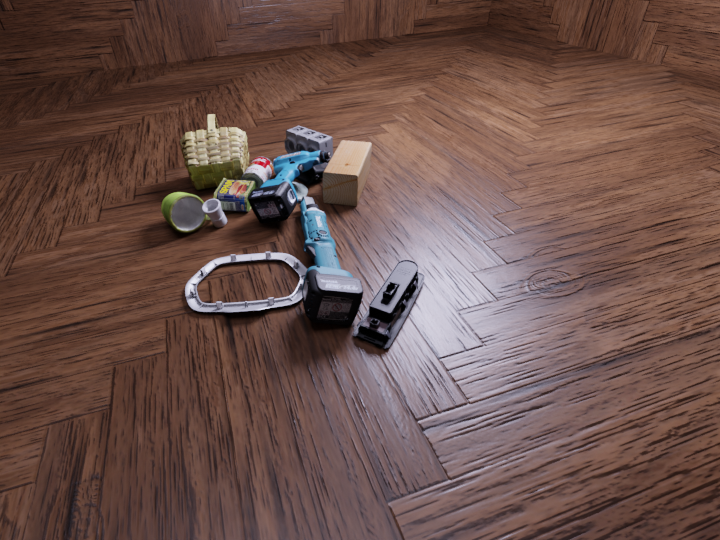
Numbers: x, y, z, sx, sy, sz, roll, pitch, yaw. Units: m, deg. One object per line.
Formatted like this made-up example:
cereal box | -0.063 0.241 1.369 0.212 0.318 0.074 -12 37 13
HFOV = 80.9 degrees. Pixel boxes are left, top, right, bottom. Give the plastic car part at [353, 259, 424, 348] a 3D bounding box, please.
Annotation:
plastic car part | 0.057 0.044 0.759 0.069 0.065 0.201 11 37 26

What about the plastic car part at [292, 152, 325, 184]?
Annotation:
plastic car part | -0.142 -0.285 1.198 0.068 0.065 0.123 -16 41 -41

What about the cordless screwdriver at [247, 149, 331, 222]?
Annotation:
cordless screwdriver | -0.170 -0.223 1.048 0.164 0.071 0.252 -8 39 21

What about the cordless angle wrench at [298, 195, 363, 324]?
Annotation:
cordless angle wrench | -0.087 -0.057 0.885 0.095 0.073 0.441 5 32 -17

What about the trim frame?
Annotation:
trim frame | -0.221 0.021 0.835 0.248 0.027 0.191 -4 39 -3
